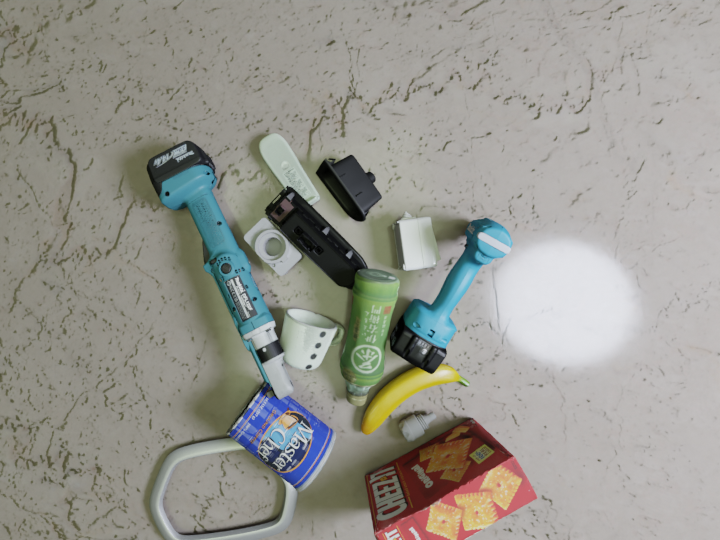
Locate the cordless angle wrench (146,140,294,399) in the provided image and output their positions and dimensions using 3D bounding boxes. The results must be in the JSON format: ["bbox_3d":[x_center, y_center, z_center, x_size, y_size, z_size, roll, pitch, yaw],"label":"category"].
[{"bbox_3d":[-0.207,-0.002,0.666,0.098,0.073,0.430,-28,81,-1],"label":"cordless angle wrench"}]

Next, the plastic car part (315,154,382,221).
[{"bbox_3d":[-0.011,-0.145,0.707,0.070,0.067,0.116,-40,93,-16],"label":"plastic car part"}]

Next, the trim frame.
[{"bbox_3d":[-0.227,0.373,0.702,0.248,0.027,0.185,-10,87,-1],"label":"trim frame"}]

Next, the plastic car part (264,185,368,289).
[{"bbox_3d":[-0.067,-0.044,0.685,0.199,0.068,0.067,43,103,-10],"label":"plastic car part"}]

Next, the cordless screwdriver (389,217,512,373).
[{"bbox_3d":[0.139,0.028,0.669,0.075,0.159,0.248,30,104,-1],"label":"cordless screwdriver"}]
